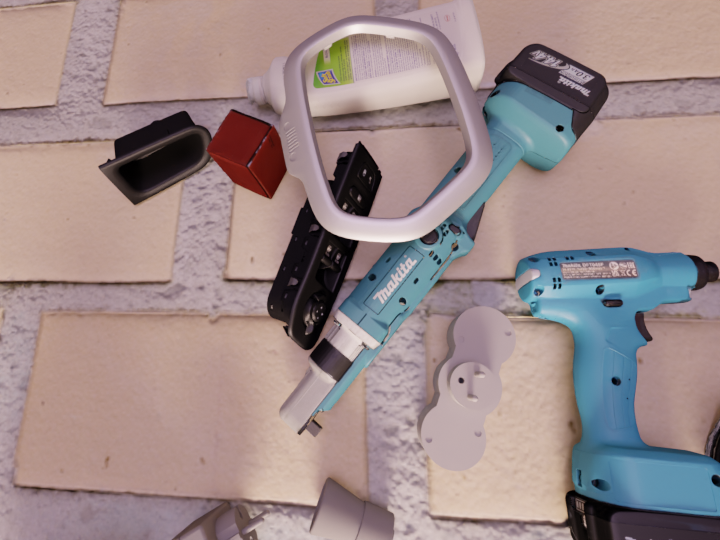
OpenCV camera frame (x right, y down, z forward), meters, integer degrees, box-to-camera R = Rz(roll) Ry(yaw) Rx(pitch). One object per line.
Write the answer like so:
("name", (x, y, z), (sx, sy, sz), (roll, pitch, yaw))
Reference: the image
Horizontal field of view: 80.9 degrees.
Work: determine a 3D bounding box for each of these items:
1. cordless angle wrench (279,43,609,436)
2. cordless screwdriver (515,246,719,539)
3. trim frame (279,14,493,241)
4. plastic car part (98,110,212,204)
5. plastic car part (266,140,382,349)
("cordless angle wrench", (0.065, -0.026, 0.402), (0.101, 0.072, 0.422), (38, 84, 14))
("cordless screwdriver", (0.232, 0.100, 0.342), (0.161, 0.072, 0.254), (-4, 70, 5))
("trim frame", (0.014, -0.142, 0.395), (0.185, 0.027, 0.254), (-15, 73, 3))
("plastic car part", (-0.228, -0.139, 0.479), (0.116, 0.063, 0.074), (-31, 61, -6))
("plastic car part", (-0.041, -0.027, 0.417), (0.070, 0.063, 0.204), (10, 74, 22))
